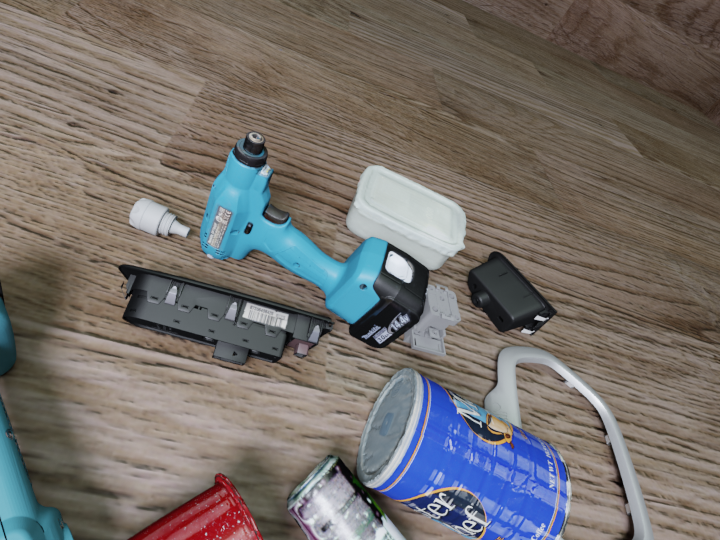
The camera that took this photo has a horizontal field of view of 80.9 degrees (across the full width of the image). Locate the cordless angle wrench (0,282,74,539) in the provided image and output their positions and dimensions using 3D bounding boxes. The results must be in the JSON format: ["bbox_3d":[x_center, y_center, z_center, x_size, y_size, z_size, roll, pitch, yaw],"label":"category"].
[{"bbox_3d":[-0.191,0.169,0.236,0.072,0.098,0.437,-19,64,-43],"label":"cordless angle wrench"}]

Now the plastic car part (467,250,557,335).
[{"bbox_3d":[0.189,0.036,0.575,0.069,0.064,0.122,-21,58,-24],"label":"plastic car part"}]

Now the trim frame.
[{"bbox_3d":[0.223,0.194,0.465,0.181,0.027,0.253,21,46,-9],"label":"trim frame"}]

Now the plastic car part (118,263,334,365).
[{"bbox_3d":[-0.133,0.048,0.402,0.199,0.067,0.068,21,70,-10],"label":"plastic car part"}]

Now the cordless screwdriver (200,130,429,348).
[{"bbox_3d":[-0.043,-0.028,0.442,0.247,0.159,0.075,29,43,-4],"label":"cordless screwdriver"}]
